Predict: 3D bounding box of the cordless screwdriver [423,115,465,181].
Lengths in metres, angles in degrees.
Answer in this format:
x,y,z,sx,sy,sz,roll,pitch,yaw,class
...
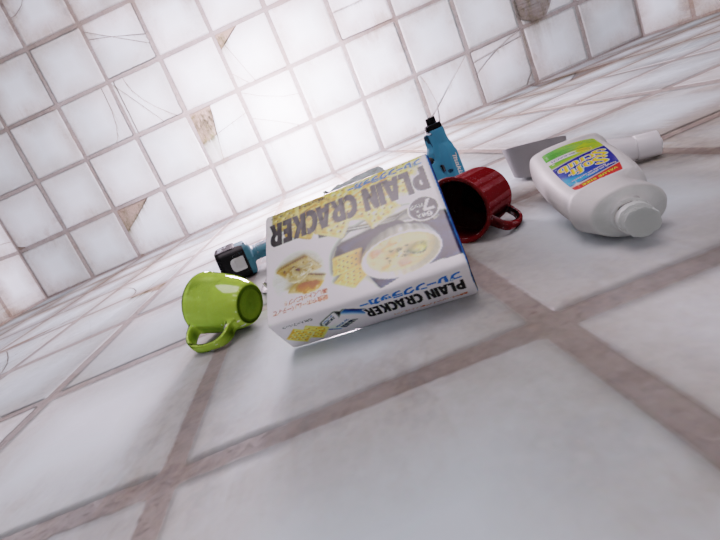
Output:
x,y,z,sx,sy,sz,roll,pitch,yaw,class
0.087,-0.169,0.772,0.244,0.155,0.077,-33,16,-24,cordless screwdriver

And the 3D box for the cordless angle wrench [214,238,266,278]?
x,y,z,sx,sy,sz,roll,pitch,yaw,class
-0.120,-0.091,0.963,0.419,0.073,0.101,-24,16,-8,cordless angle wrench

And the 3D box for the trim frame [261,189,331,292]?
x,y,z,sx,sy,sz,roll,pitch,yaw,class
-0.114,-0.061,0.778,0.188,0.027,0.251,-30,31,48,trim frame
